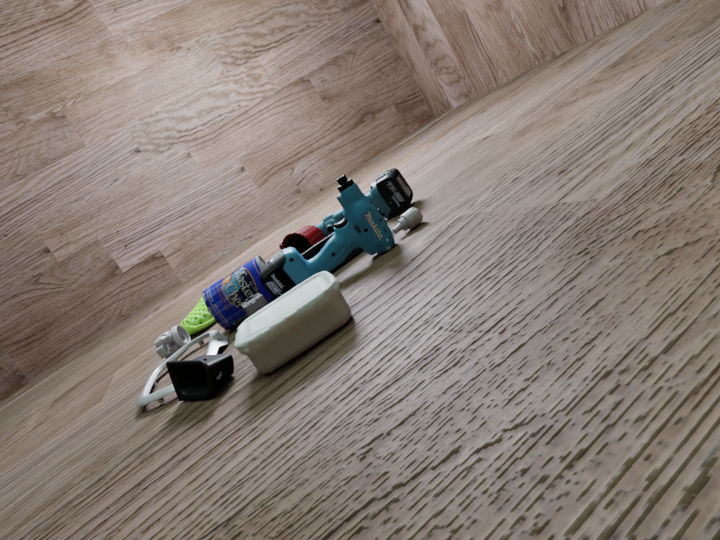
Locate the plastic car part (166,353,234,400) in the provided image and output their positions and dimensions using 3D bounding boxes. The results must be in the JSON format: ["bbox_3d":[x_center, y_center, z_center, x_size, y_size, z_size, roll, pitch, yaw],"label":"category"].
[{"bbox_3d":[-0.235,0.155,0.650,0.121,0.066,0.069,-17,5,37],"label":"plastic car part"}]

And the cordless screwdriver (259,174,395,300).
[{"bbox_3d":[-0.076,-0.049,0.774,0.248,0.156,0.076,-34,11,-2],"label":"cordless screwdriver"}]

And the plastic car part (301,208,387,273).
[{"bbox_3d":[-0.029,-0.052,0.886,0.201,0.068,0.066,-36,-12,-11],"label":"plastic car part"}]

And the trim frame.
[{"bbox_3d":[-0.338,0.181,0.813,0.183,0.027,0.255,-36,14,-10],"label":"trim frame"}]

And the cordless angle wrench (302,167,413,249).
[{"bbox_3d":[-0.067,-0.115,1.091,0.433,0.096,0.074,-27,16,30],"label":"cordless angle wrench"}]
